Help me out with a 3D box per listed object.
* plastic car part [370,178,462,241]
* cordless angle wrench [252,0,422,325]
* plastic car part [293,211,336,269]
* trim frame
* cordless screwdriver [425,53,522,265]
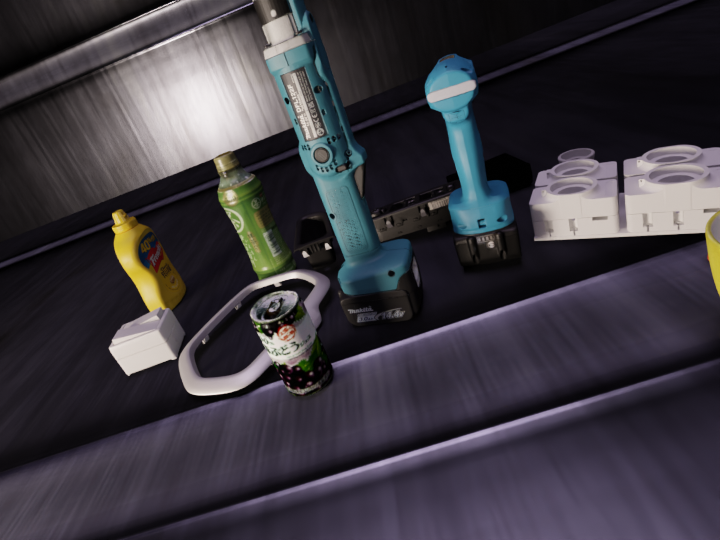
[{"bbox_3d":[0.093,-0.092,0.662,0.207,0.065,0.067,-13,27,17],"label":"plastic car part"},{"bbox_3d":[-0.032,-0.130,0.450,0.101,0.408,0.075,-11,26,21],"label":"cordless angle wrench"},{"bbox_3d":[-0.067,-0.044,0.690,0.066,0.068,0.120,-19,27,4],"label":"plastic car part"},{"bbox_3d":[-0.142,0.074,0.580,0.193,0.026,0.246,-1,34,35],"label":"trim frame"},{"bbox_3d":[0.136,-0.140,0.527,0.076,0.240,0.160,-11,27,20],"label":"cordless screwdriver"}]
